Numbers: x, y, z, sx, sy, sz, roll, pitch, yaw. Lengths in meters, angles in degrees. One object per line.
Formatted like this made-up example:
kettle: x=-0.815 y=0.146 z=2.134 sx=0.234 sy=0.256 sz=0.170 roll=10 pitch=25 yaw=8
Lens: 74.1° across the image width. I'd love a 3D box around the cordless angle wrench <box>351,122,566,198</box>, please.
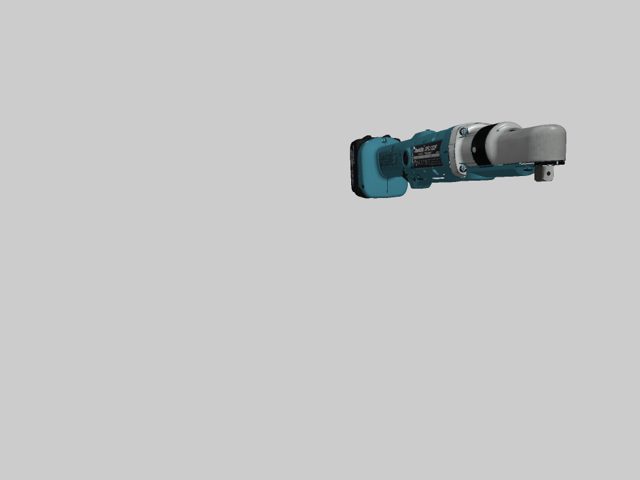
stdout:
cordless angle wrench: x=0.125 y=-0.095 z=0.501 sx=0.074 sy=0.098 sz=0.423 roll=-4 pitch=8 yaw=-11
